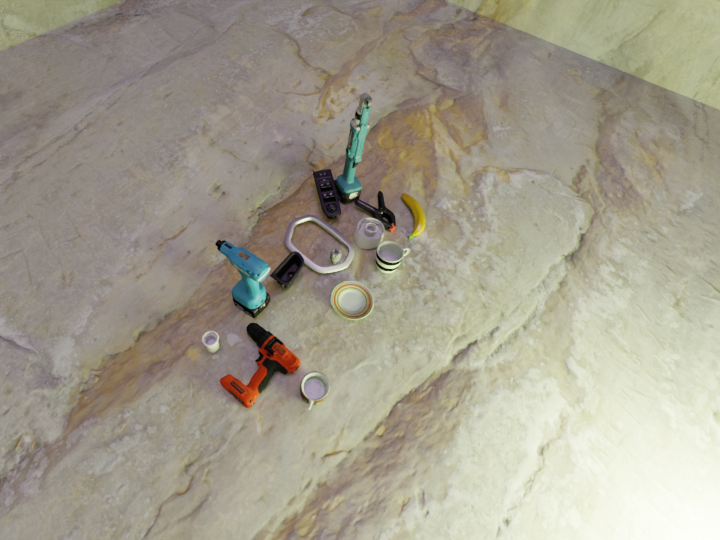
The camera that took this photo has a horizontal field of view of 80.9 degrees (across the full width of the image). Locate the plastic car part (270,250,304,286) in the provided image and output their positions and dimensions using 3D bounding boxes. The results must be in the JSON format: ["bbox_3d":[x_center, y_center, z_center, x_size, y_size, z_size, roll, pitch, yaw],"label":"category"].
[{"bbox_3d":[-0.215,0.006,1.286,0.068,0.069,0.116,30,58,11],"label":"plastic car part"}]

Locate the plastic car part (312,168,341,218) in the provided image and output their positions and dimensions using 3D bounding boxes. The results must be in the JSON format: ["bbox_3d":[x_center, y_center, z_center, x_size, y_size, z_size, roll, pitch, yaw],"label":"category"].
[{"bbox_3d":[-0.117,-0.260,1.480,0.065,0.066,0.211,-8,57,-14],"label":"plastic car part"}]

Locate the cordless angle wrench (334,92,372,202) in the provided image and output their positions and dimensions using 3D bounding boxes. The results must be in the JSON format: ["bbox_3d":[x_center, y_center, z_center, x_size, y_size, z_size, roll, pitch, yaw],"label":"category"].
[{"bbox_3d":[-0.019,-0.389,1.367,0.073,0.415,0.102,-17,62,-21],"label":"cordless angle wrench"}]

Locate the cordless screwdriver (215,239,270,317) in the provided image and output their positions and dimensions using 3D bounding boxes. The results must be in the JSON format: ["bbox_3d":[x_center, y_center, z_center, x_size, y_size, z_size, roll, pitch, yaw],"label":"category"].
[{"bbox_3d":[-0.322,0.021,1.160,0.164,0.244,0.074,34,58,12],"label":"cordless screwdriver"}]

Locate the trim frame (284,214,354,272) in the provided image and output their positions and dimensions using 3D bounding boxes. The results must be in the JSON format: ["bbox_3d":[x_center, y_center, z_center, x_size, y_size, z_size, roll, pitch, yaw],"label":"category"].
[{"bbox_3d":[-0.135,-0.089,1.385,0.257,0.027,0.182,37,60,18],"label":"trim frame"}]
